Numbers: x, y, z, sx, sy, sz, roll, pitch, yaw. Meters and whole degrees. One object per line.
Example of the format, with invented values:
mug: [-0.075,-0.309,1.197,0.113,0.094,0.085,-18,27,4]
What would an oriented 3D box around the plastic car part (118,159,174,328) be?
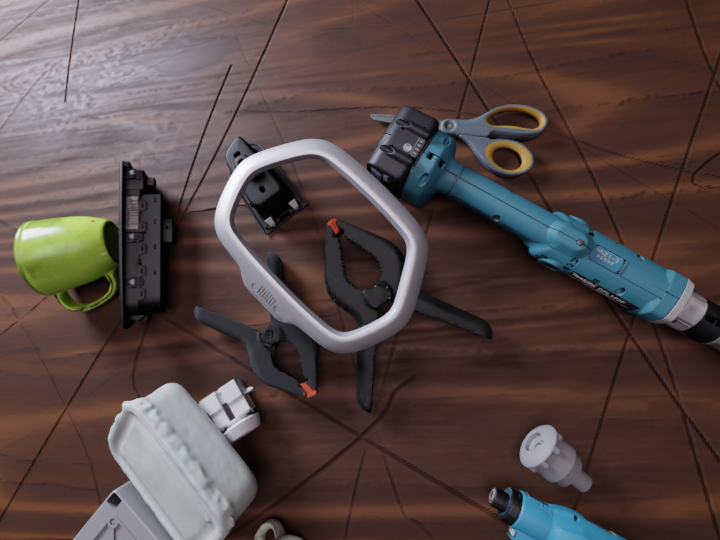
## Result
plastic car part: [-0.268,-0.030,0.528,0.065,0.067,0.205,2,78,-19]

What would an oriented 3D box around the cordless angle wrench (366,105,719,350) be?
cordless angle wrench: [0.205,-0.028,0.432,0.431,0.096,0.074,32,90,10]

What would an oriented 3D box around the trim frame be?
trim frame: [-0.044,-0.029,0.454,0.251,0.027,0.184,44,91,4]

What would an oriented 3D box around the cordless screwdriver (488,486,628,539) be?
cordless screwdriver: [0.157,0.343,0.382,0.163,0.072,0.249,25,81,12]

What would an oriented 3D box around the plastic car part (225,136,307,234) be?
plastic car part: [-0.127,-0.112,0.510,0.066,0.069,0.119,-36,81,0]
